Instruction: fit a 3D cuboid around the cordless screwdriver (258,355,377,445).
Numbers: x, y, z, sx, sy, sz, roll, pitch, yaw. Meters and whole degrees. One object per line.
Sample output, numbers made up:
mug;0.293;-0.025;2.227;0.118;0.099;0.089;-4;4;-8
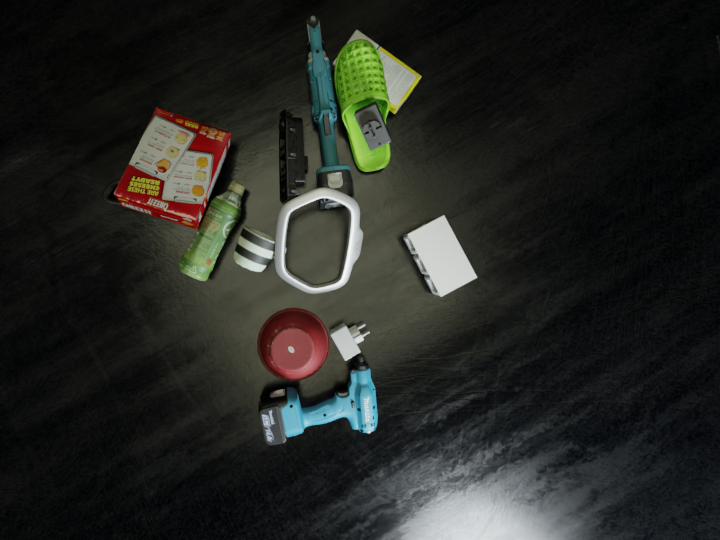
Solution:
cordless screwdriver;-0.090;0.273;0.897;0.247;0.075;0.158;-6;96;-5

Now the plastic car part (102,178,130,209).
plastic car part;-0.483;-0.153;0.909;0.114;0.071;0.067;4;72;-15

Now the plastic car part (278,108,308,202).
plastic car part;-0.149;-0.253;0.924;0.066;0.067;0.203;-5;89;-14

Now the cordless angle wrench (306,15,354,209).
cordless angle wrench;-0.079;-0.348;0.921;0.074;0.098;0.426;-7;84;-5

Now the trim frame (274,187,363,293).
trim frame;-0.087;-0.057;0.886;0.182;0.028;0.243;5;116;-6
